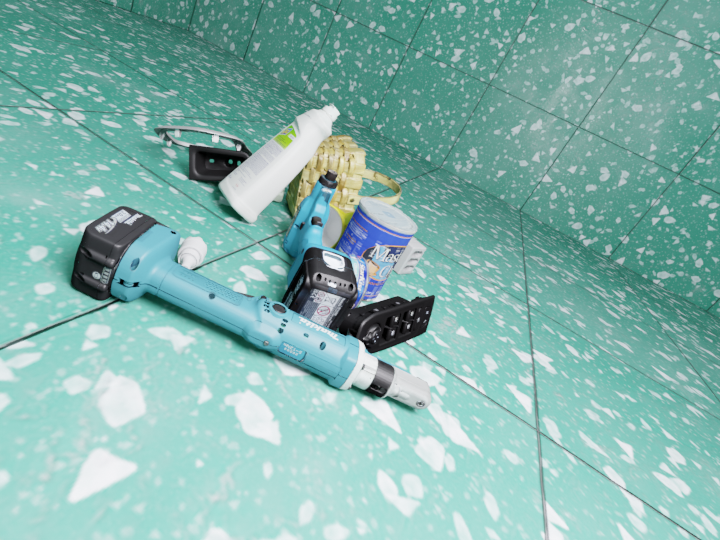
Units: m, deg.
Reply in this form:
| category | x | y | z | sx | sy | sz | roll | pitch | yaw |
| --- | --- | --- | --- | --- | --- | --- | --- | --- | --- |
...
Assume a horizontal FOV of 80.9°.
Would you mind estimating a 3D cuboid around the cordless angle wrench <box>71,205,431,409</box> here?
| category | x | y | z | sx | sy | sz | roll | pitch | yaw |
| --- | --- | --- | --- | --- | --- | --- | --- | --- | --- |
| cordless angle wrench | -0.105 | 0.061 | 0.483 | 0.418 | 0.074 | 0.099 | 27 | 24 | -5 |

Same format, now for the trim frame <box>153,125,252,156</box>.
| category | x | y | z | sx | sy | sz | roll | pitch | yaw |
| --- | --- | --- | --- | --- | --- | --- | --- | --- | --- |
| trim frame | -0.307 | -0.251 | 0.843 | 0.180 | 0.027 | 0.254 | 5 | 4 | -14 |

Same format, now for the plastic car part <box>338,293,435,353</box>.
| category | x | y | z | sx | sy | sz | roll | pitch | yaw |
| --- | --- | --- | --- | --- | --- | --- | --- | --- | --- |
| plastic car part | 0.037 | 0.070 | 0.613 | 0.070 | 0.066 | 0.195 | 29 | 22 | 28 |

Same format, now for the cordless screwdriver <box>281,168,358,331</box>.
| category | x | y | z | sx | sy | sz | roll | pitch | yaw |
| --- | --- | --- | --- | --- | --- | --- | --- | --- | --- |
| cordless screwdriver | -0.060 | -0.039 | 0.617 | 0.072 | 0.158 | 0.259 | 19 | 27 | -22 |

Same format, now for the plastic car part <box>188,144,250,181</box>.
| category | x | y | z | sx | sy | sz | roll | pitch | yaw |
| --- | --- | --- | --- | --- | --- | --- | --- | --- | --- |
| plastic car part | -0.268 | -0.209 | 0.825 | 0.116 | 0.065 | 0.072 | 4 | 19 | -5 |
